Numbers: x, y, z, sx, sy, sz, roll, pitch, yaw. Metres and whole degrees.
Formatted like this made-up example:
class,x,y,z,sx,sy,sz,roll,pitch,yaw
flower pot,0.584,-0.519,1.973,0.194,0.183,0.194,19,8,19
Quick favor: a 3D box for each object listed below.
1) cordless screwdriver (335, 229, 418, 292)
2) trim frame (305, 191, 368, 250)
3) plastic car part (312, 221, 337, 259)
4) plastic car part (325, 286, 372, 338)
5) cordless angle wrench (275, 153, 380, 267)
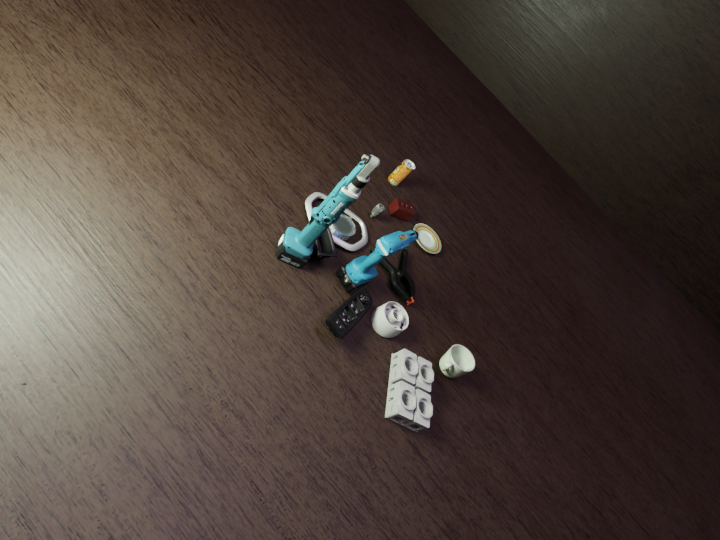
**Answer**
class,x,y,z,sx,sy,sz,roll,pitch,yaw
cordless screwdriver,0.050,-0.034,1.207,0.154,0.252,0.076,-22,77,-44
trim frame,-0.076,-0.159,1.369,0.241,0.028,0.187,29,46,-15
plastic car part,-0.122,-0.080,1.246,0.063,0.072,0.121,6,57,-35
plastic car part,-0.032,0.118,1.168,0.067,0.068,0.199,49,44,1
cordless angle wrench,-0.084,-0.144,1.065,0.094,0.429,0.076,27,49,-23
